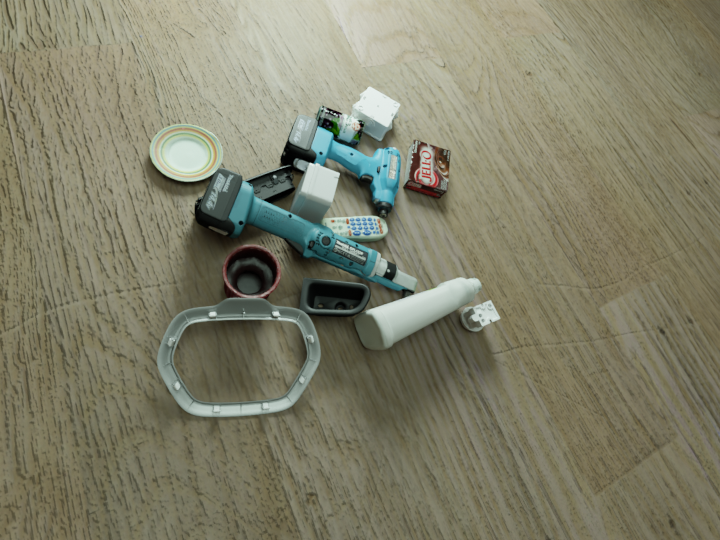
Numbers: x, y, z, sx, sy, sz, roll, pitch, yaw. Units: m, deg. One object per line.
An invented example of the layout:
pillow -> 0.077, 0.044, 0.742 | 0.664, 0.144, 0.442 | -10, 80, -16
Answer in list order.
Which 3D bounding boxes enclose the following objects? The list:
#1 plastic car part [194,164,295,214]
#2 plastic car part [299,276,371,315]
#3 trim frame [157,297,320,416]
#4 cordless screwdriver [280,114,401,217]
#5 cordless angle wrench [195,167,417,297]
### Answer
plastic car part -> -0.200, -0.138, 0.777 | 0.199, 0.066, 0.068 | -33, 79, -26
plastic car part -> -0.043, 0.056, 0.733 | 0.117, 0.069, 0.067 | 5, 66, 3
trim frame -> -0.181, 0.133, 0.650 | 0.243, 0.028, 0.184 | 2, 89, -13
cordless screwdriver -> -0.036, -0.207, 0.856 | 0.243, 0.075, 0.162 | 16, 63, -13
cordless angle wrench -> -0.073, -0.048, 0.745 | 0.409, 0.076, 0.098 | 23, 77, -18
